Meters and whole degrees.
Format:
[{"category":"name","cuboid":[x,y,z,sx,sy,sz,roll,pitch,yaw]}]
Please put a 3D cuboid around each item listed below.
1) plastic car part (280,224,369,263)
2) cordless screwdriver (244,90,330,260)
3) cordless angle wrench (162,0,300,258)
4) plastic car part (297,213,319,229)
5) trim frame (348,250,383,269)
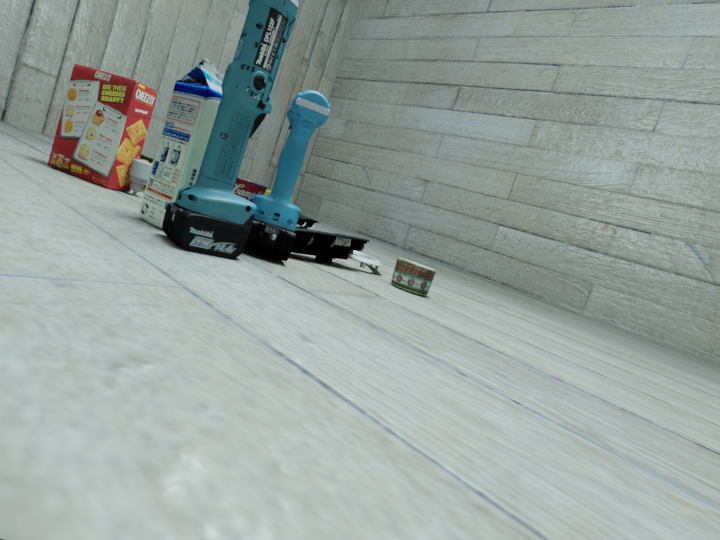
[{"category":"plastic car part","cuboid":[-0.076,-0.050,0.775,0.070,0.067,0.192,24,8,42]},{"category":"cordless screwdriver","cuboid":[-0.119,-0.146,0.657,0.072,0.248,0.164,17,6,-18]},{"category":"cordless angle wrench","cuboid":[-0.136,-0.227,0.520,0.093,0.422,0.079,14,7,-43]},{"category":"plastic car part","cuboid":[-0.167,-0.105,0.969,0.122,0.071,0.063,22,6,28]},{"category":"trim frame","cuboid":[-0.042,-0.039,0.957,0.182,0.027,0.252,18,6,-7]}]
